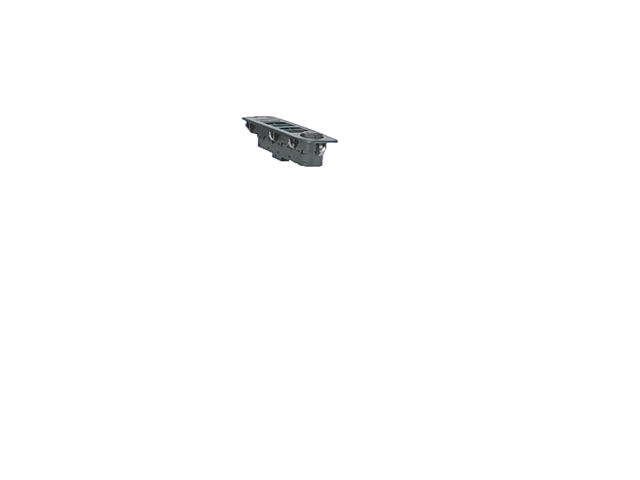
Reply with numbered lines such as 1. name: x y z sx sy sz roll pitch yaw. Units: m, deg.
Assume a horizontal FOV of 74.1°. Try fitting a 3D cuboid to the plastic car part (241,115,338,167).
1. plastic car part: -0.055 -0.160 0.683 0.066 0.067 0.204 -5 22 -40
